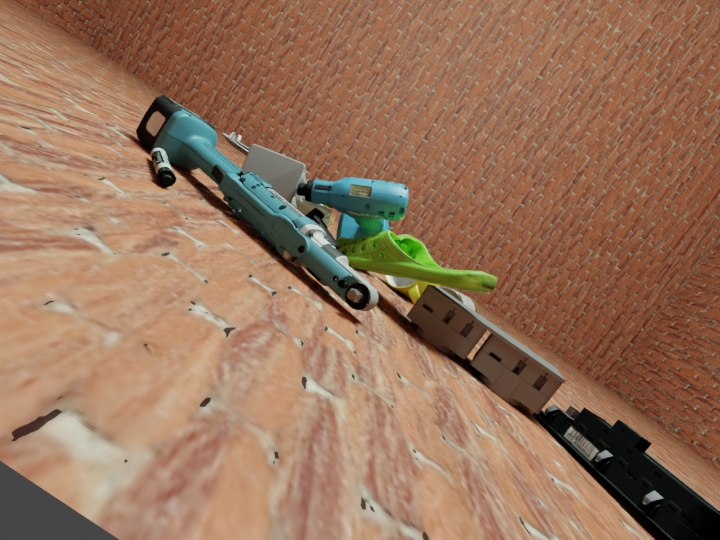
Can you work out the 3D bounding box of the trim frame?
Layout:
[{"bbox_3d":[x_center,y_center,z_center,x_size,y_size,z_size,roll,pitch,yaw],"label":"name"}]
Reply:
[{"bbox_3d":[-0.144,-0.184,0.769,0.249,0.027,0.184,31,7,-1],"label":"trim frame"}]

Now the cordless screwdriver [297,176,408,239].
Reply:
[{"bbox_3d":[-0.015,-0.086,0.704,0.161,0.075,0.244,9,-13,3],"label":"cordless screwdriver"}]

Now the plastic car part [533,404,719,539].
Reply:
[{"bbox_3d":[0.272,0.200,0.427,0.064,0.067,0.209,39,8,-19],"label":"plastic car part"}]

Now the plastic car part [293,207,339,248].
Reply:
[{"bbox_3d":[-0.057,-0.037,0.579,0.072,0.066,0.115,50,5,4],"label":"plastic car part"}]

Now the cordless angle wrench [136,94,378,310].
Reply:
[{"bbox_3d":[-0.137,-0.091,0.522,0.444,0.074,0.093,40,9,29],"label":"cordless angle wrench"}]
